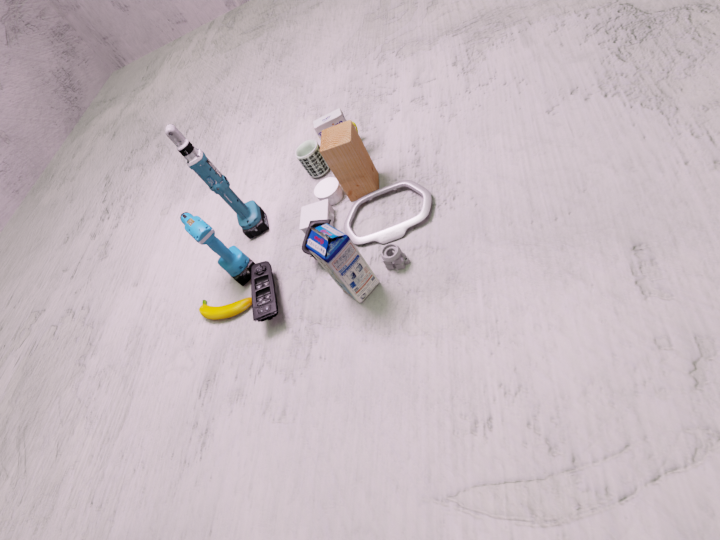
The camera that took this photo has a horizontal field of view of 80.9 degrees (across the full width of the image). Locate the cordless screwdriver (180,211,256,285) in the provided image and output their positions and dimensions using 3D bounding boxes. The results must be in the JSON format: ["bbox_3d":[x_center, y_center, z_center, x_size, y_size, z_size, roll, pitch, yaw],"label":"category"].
[{"bbox_3d":[-0.401,-0.067,1.188,0.074,0.235,0.169,-48,48,-10],"label":"cordless screwdriver"}]

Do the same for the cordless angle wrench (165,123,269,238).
[{"bbox_3d":[-0.407,-0.250,1.213,0.075,0.400,0.102,-27,48,9],"label":"cordless angle wrench"}]

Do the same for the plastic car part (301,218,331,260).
[{"bbox_3d":[-0.111,-0.073,1.139,0.069,0.067,0.118,-3,56,28],"label":"plastic car part"}]

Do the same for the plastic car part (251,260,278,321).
[{"bbox_3d":[-0.251,0.056,1.128,0.067,0.063,0.212,-28,48,9],"label":"plastic car part"}]

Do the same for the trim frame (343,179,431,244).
[{"bbox_3d":[0.068,-0.153,1.122,0.253,0.026,0.191,-20,50,16],"label":"trim frame"}]
